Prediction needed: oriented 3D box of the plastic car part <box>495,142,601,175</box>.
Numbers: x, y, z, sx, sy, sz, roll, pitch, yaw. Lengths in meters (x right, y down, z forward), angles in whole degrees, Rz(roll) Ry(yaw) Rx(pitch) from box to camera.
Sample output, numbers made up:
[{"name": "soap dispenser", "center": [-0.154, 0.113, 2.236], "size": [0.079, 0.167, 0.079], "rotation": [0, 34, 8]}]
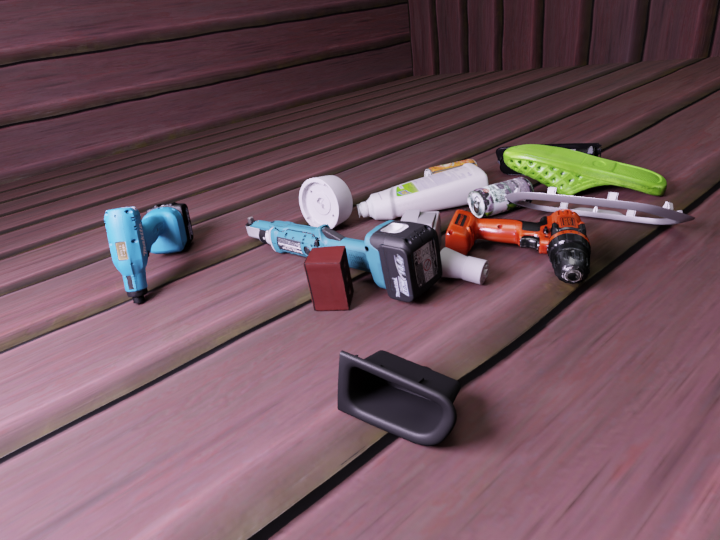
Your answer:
[{"name": "plastic car part", "center": [0.393, -0.231, 0.911], "size": [0.214, 0.063, 0.067], "rotation": [14, 61, 36]}]

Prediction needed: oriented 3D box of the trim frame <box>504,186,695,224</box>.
[{"name": "trim frame", "center": [0.351, -0.100, 0.649], "size": [0.262, 0.027, 0.175], "rotation": [13, 5, 38]}]

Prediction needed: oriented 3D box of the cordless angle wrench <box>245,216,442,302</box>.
[{"name": "cordless angle wrench", "center": [-0.069, -0.045, 0.710], "size": [0.447, 0.095, 0.072], "rotation": [14, 35, 44]}]

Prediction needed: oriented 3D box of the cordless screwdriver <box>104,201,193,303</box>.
[{"name": "cordless screwdriver", "center": [-0.385, -0.046, 0.789], "size": [0.074, 0.157, 0.252], "rotation": [-7, 12, -3]}]

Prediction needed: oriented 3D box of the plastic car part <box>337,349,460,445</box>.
[{"name": "plastic car part", "center": [0.043, 0.114, 0.409], "size": [0.122, 0.065, 0.069], "rotation": [12, 20, 30]}]
